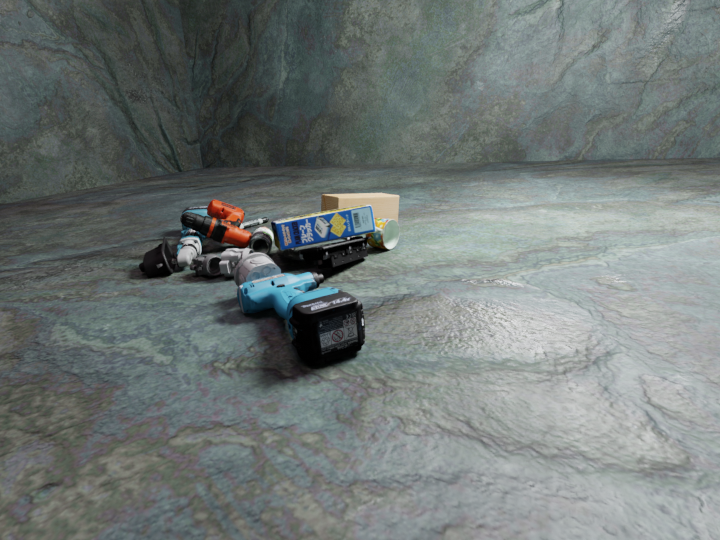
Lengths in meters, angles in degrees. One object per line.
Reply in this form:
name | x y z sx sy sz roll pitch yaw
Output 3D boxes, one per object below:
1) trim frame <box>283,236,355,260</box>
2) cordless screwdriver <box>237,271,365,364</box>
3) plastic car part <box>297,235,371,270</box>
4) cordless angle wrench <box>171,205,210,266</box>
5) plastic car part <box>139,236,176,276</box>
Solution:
trim frame | -0.104 -0.068 1.062 0.186 0.027 0.251 -3 21 6
cordless screwdriver | -0.078 0.051 0.660 0.154 0.073 0.262 -15 19 -30
plastic car part | -0.039 -0.038 0.896 0.069 0.067 0.196 -16 5 37
cordless angle wrench | -0.453 -0.094 1.147 0.096 0.073 0.439 -8 22 -13
plastic car part | -0.468 -0.021 0.968 0.070 0.064 0.121 -22 25 -8
